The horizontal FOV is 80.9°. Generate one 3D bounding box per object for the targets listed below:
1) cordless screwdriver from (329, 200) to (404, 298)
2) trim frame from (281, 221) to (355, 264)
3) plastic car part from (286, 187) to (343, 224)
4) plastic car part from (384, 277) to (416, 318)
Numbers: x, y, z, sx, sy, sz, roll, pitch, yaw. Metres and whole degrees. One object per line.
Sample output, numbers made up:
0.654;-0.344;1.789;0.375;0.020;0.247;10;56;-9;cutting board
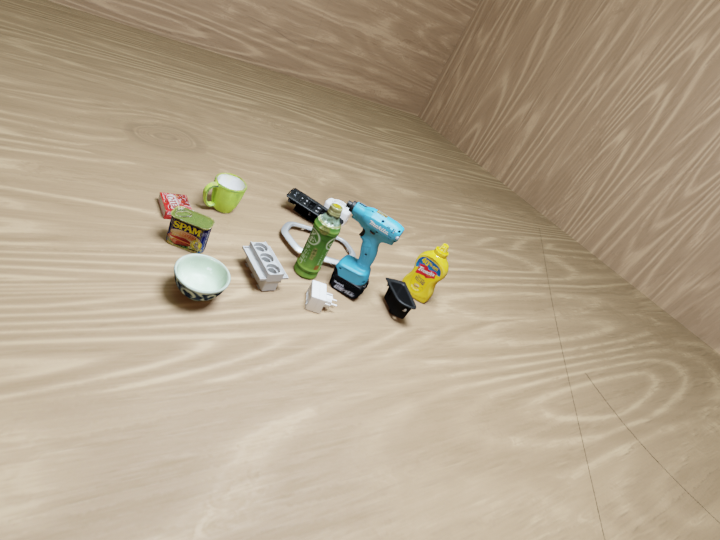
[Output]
-0.009;-0.056;1.117;0.162;0.247;0.073;34;31;9;cordless screwdriver
-0.125;-0.082;1.283;0.241;0.027;0.191;15;33;-19;trim frame
-0.153;-0.189;1.383;0.205;0.066;0.066;29;31;4;plastic car part
0.100;0.085;1.159;0.063;0.070;0.121;14;34;-23;plastic car part
